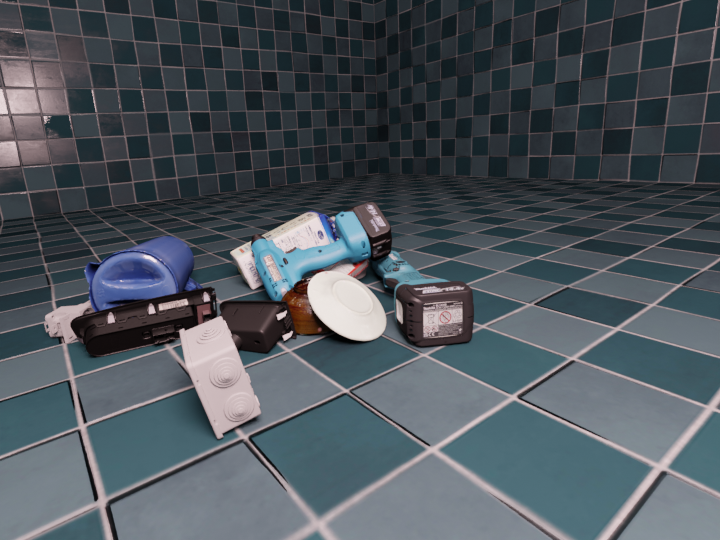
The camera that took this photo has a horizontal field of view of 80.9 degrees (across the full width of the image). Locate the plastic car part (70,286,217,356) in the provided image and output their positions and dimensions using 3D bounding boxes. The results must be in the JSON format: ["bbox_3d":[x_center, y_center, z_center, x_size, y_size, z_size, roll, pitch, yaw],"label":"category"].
[{"bbox_3d":[-0.312,0.083,0.626,0.197,0.065,0.070,-9,42,-20],"label":"plastic car part"}]

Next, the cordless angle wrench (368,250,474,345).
[{"bbox_3d":[0.071,0.011,0.757,0.097,0.073,0.434,-6,15,-9],"label":"cordless angle wrench"}]

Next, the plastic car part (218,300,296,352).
[{"bbox_3d":[-0.159,0.084,0.592,0.120,0.064,0.071,-1,30,18],"label":"plastic car part"}]

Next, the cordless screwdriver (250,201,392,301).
[{"bbox_3d":[-0.077,-0.050,0.783,0.246,0.071,0.167,-26,54,-10],"label":"cordless screwdriver"}]
